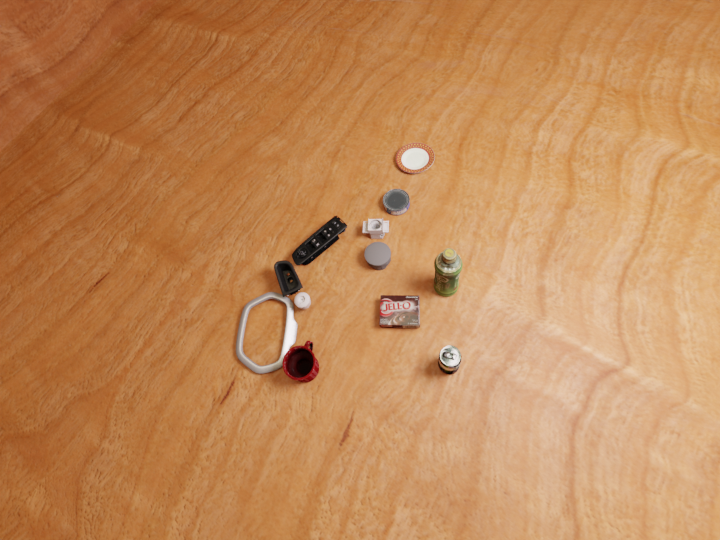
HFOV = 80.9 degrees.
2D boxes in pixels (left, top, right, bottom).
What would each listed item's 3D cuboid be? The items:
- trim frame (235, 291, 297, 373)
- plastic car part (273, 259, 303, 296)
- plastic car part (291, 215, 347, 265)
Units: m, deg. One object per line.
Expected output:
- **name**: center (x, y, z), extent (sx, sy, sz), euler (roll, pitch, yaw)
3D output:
- **trim frame**: center (-0.283, 0.184, 1.277), extent (0.188, 0.026, 0.254), euler (-2, 64, 12)
- **plastic car part**: center (-0.222, 0.028, 1.316), extent (0.066, 0.068, 0.121), euler (-25, 62, -2)
- **plastic car part**: center (-0.132, -0.087, 1.355), extent (0.202, 0.064, 0.069), euler (-38, 64, -7)
